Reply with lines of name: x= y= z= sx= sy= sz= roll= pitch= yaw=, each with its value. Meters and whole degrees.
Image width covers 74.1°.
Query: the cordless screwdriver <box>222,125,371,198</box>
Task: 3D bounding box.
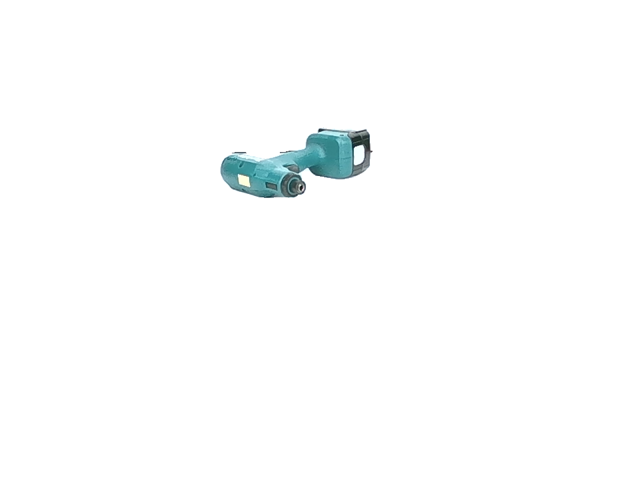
cordless screwdriver: x=-0.011 y=-0.121 z=0.667 sx=0.247 sy=0.074 sz=0.160 roll=-25 pitch=32 yaw=-38
